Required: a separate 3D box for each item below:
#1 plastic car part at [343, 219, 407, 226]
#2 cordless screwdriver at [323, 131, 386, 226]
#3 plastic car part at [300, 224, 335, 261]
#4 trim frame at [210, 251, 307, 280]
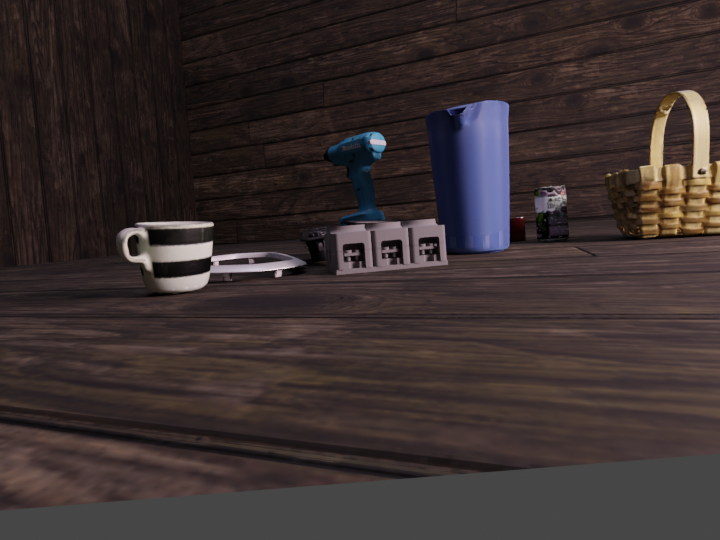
[{"bbox_3d":[0.021,-0.060,0.778,0.113,0.071,0.068,-7,5,-24],"label":"plastic car part"},{"bbox_3d":[-0.013,-0.160,0.909,0.071,0.248,0.167,-7,4,-44],"label":"cordless screwdriver"},{"bbox_3d":[-0.075,-0.049,0.772,0.066,0.067,0.205,-5,6,-5],"label":"plastic car part"},{"bbox_3d":[-0.178,-0.009,0.658,0.179,0.027,0.257,-7,7,-22],"label":"trim frame"}]
